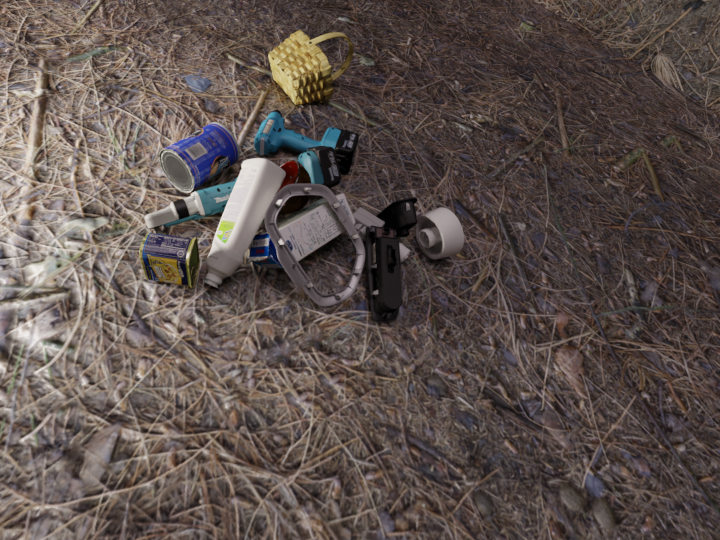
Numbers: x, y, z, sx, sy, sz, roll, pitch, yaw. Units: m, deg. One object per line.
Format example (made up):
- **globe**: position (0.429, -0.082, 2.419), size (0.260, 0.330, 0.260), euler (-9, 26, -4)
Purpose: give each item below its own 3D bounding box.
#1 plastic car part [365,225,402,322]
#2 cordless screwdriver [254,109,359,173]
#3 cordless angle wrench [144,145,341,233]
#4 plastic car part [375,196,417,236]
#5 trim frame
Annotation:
- **plastic car part**: position (0.053, 0.000, 0.828), size (0.064, 0.068, 0.207), euler (10, 68, -24)
- **cordless screwdriver**: position (-0.132, -0.336, 1.068), size (0.249, 0.073, 0.162), euler (12, 50, 0)
- **cordless angle wrench**: position (-0.241, -0.170, 0.897), size (0.413, 0.096, 0.078), euler (-23, 19, -23)
- **plastic car part**: position (0.084, -0.106, 0.920), size (0.064, 0.118, 0.072), euler (-7, 80, -23)
- **trim frame**: position (-0.078, -0.051, 0.796), size (0.181, 0.029, 0.241), euler (-40, 109, -29)
